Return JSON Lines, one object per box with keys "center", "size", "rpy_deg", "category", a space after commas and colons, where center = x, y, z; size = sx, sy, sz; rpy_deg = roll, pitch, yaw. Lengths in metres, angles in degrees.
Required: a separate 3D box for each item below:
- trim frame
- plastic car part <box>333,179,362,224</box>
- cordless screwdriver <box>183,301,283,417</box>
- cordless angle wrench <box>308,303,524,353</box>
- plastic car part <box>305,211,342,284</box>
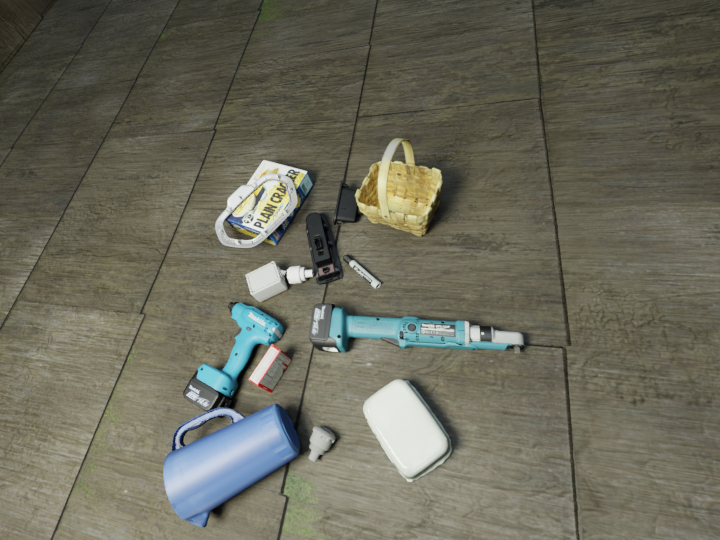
{"center": [-0.275, -0.161, 1.108], "size": [0.194, 0.026, 0.248], "rpy_deg": [37, 80, 32], "category": "trim frame"}
{"center": [-0.029, -0.164, 1.092], "size": [0.071, 0.064, 0.119], "rpy_deg": [5, 66, 3], "category": "plastic car part"}
{"center": [-0.306, 0.193, 0.973], "size": [0.167, 0.071, 0.248], "rpy_deg": [23, 67, 27], "category": "cordless screwdriver"}
{"center": [0.106, 0.129, 0.876], "size": [0.434, 0.071, 0.100], "rpy_deg": [1, 63, 16], "category": "cordless angle wrench"}
{"center": [-0.104, -0.068, 1.060], "size": [0.067, 0.063, 0.211], "rpy_deg": [-23, 55, 12], "category": "plastic car part"}
